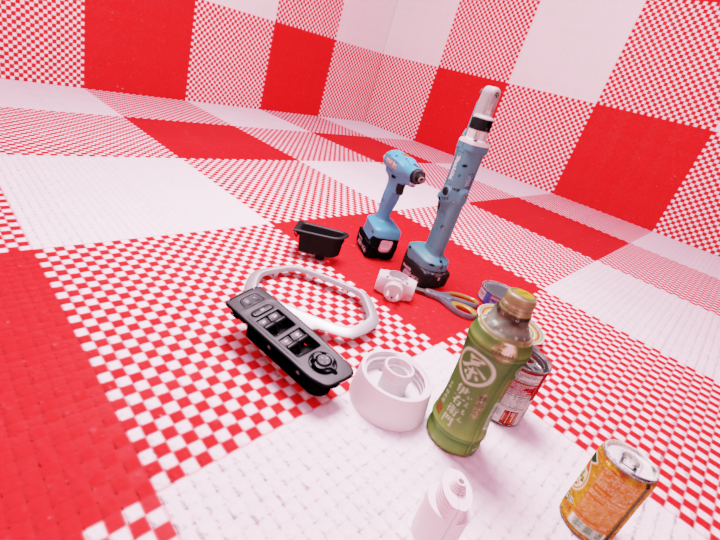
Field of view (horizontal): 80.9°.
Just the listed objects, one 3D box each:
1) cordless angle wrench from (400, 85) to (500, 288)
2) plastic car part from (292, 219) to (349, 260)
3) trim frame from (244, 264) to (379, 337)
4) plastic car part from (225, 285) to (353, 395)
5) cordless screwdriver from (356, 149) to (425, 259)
[{"bbox_3d":[0.193,-0.160,0.871,0.071,0.417,0.103,2,28,-31],"label":"cordless angle wrench"},{"bbox_3d":[-0.090,-0.059,0.918,0.117,0.070,0.066,17,25,3],"label":"plastic car part"},{"bbox_3d":[-0.086,0.050,0.750,0.255,0.027,0.182,21,26,13],"label":"trim frame"},{"bbox_3d":[-0.104,0.103,0.585,0.213,0.066,0.064,30,28,29],"label":"plastic car part"},{"bbox_3d":[0.072,-0.139,0.963,0.072,0.245,0.167,7,26,-22],"label":"cordless screwdriver"}]
